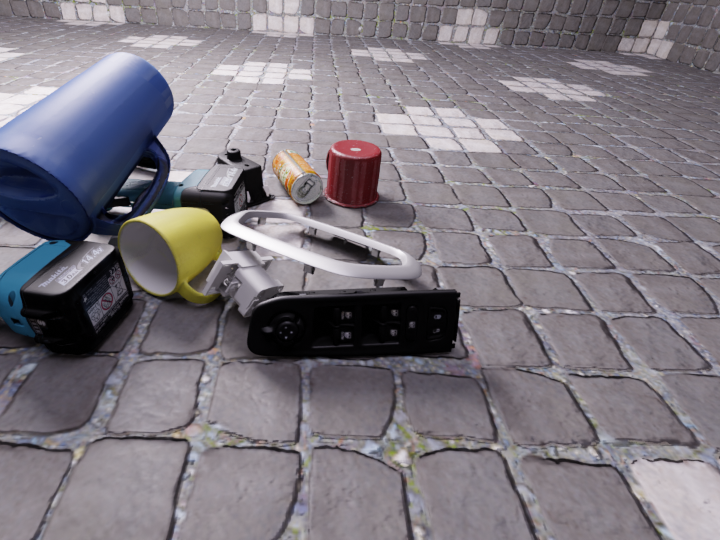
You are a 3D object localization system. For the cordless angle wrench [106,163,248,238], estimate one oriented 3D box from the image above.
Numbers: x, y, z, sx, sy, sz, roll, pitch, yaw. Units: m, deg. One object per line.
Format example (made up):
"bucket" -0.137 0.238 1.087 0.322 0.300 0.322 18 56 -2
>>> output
"cordless angle wrench" -0.374 -0.108 0.591 0.426 0.072 0.100 4 35 4

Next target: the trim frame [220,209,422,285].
"trim frame" -0.049 -0.032 0.497 0.260 0.027 0.178 18 18 24

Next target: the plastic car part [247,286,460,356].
"plastic car part" -0.010 0.043 0.417 0.200 0.065 0.070 -3 26 -11

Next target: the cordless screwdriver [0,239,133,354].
"cordless screwdriver" -0.361 0.003 0.433 0.251 0.072 0.163 3 35 5

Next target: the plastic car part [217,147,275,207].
"plastic car part" -0.195 -0.155 0.668 0.064 0.069 0.123 -25 48 -38
